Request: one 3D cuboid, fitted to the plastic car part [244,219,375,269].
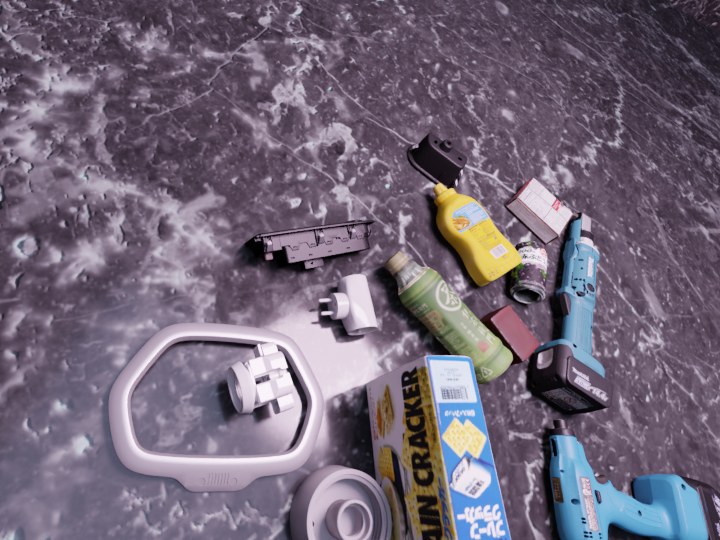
[{"bbox_3d":[-0.061,-0.040,0.622,0.196,0.067,0.068,-16,82,-29],"label":"plastic car part"}]

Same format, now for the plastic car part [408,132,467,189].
[{"bbox_3d":[0.153,-0.213,0.799,0.116,0.071,0.066,38,54,-4],"label":"plastic car part"}]

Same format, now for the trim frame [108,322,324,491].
[{"bbox_3d":[-0.160,0.154,0.497,0.240,0.028,0.189,8,59,-20],"label":"trim frame"}]

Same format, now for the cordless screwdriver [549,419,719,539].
[{"bbox_3d":[0.383,0.312,0.602,0.244,0.074,0.163,12,59,-11],"label":"cordless screwdriver"}]

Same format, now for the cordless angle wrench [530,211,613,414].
[{"bbox_3d":[0.387,0.041,0.756,0.097,0.075,0.424,32,53,-6],"label":"cordless angle wrench"}]
